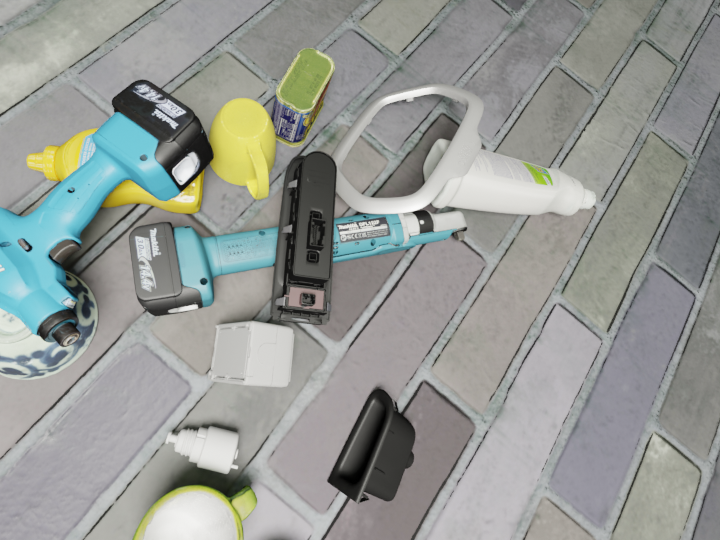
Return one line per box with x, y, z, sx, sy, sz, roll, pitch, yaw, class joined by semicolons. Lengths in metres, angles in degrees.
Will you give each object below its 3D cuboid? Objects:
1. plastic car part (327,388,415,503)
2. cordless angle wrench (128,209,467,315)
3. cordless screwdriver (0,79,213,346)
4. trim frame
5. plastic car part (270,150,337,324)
0.026;0.205;0.476;0.069;0.068;0.116;40;65;-18;plastic car part
-0.051;-0.034;0.524;0.413;0.075;0.100;-11;77;-18;cordless angle wrench
-0.248;-0.060;0.412;0.163;0.073;0.247;39;75;13;cordless screwdriver
0.060;-0.169;0.564;0.193;0.026;0.248;18;63;29;trim frame
-0.056;-0.048;0.463;0.065;0.067;0.207;5;68;-11;plastic car part
